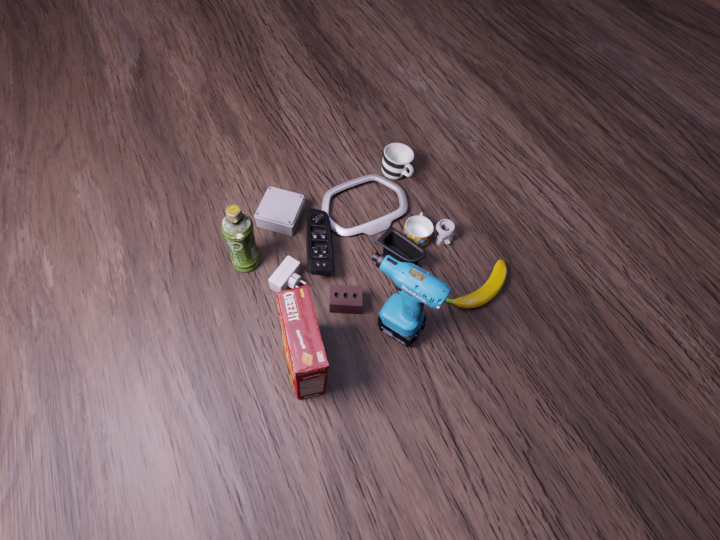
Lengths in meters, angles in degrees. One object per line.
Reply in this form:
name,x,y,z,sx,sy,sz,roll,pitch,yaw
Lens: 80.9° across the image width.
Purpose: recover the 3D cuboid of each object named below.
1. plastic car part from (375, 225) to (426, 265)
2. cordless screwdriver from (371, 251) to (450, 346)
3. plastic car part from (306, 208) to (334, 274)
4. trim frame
plastic car part,0.100,-0.045,1.061,0.121,0.069,0.065,38,64,18
cordless screwdriver,0.083,0.060,0.896,0.164,0.243,0.074,34,62,14
plastic car part,-0.105,-0.069,1.075,0.066,0.065,0.209,-3,59,-5
trim frame,0.009,-0.180,1.167,0.244,0.027,0.192,-23,62,-14
